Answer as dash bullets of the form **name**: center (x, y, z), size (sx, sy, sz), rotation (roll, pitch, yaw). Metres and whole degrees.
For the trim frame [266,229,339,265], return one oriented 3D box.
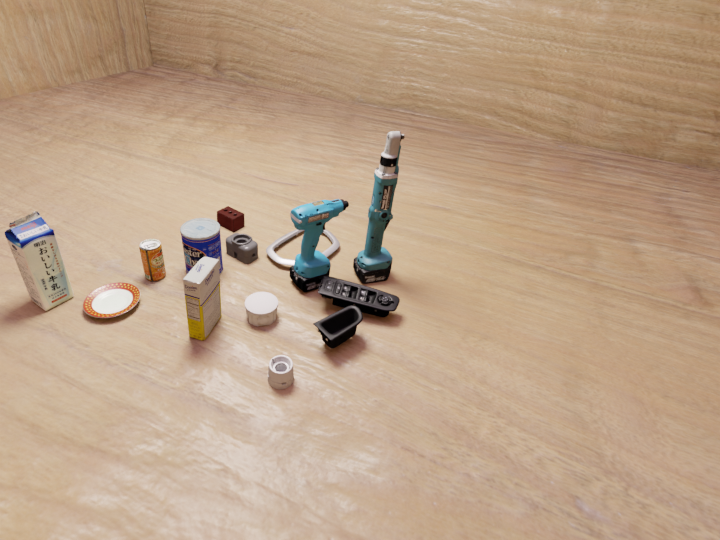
- **trim frame**: center (-0.174, -0.076, 1.294), size (0.192, 0.027, 0.244), rotation (23, 40, 24)

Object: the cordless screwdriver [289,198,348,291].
- **cordless screwdriver**: center (-0.109, -0.071, 1.111), size (0.154, 0.242, 0.079), rotation (-18, 43, -32)

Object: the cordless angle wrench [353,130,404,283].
- **cordless angle wrench**: center (0.053, -0.154, 1.097), size (0.095, 0.412, 0.078), rotation (-6, 37, -19)

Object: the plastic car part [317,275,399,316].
- **plastic car part**: center (-0.005, 0.075, 1.071), size (0.206, 0.065, 0.067), rotation (11, 35, 9)

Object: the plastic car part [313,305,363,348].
- **plastic car part**: center (-0.045, 0.138, 0.976), size (0.113, 0.069, 0.070), rotation (-23, 45, -34)
